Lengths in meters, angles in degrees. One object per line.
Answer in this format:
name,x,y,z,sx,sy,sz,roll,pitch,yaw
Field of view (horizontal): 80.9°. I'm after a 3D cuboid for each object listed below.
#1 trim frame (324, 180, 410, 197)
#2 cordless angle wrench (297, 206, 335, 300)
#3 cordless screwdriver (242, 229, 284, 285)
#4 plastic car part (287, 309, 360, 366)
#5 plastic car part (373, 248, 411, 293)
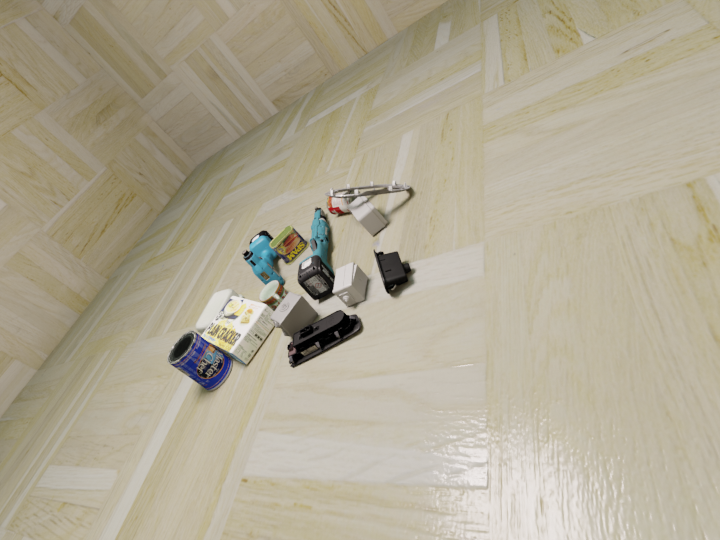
trim frame,0.019,-0.234,1.213,0.245,0.027,0.190,-6,19,-9
cordless angle wrench,-0.122,-0.080,1.250,0.075,0.094,0.436,-32,29,16
cordless screwdriver,-0.319,-0.052,1.354,0.075,0.152,0.259,-37,30,7
plastic car part,-0.094,0.145,0.972,0.206,0.064,0.068,-26,27,19
plastic car part,0.077,-0.001,0.967,0.071,0.063,0.121,-22,37,4
